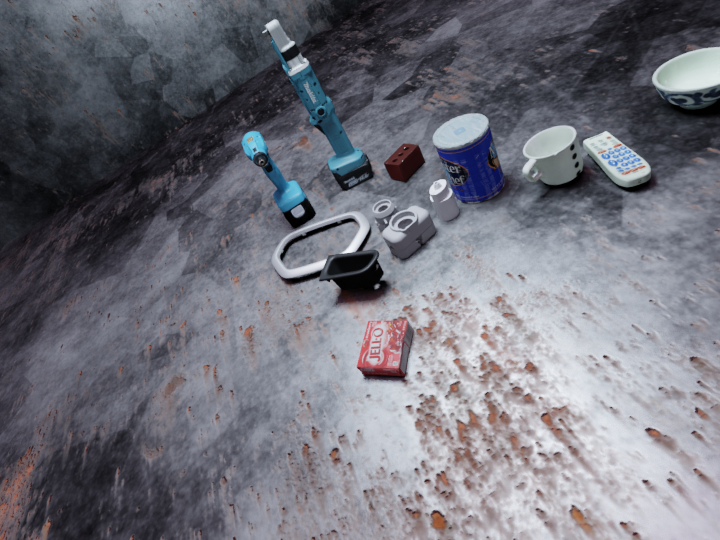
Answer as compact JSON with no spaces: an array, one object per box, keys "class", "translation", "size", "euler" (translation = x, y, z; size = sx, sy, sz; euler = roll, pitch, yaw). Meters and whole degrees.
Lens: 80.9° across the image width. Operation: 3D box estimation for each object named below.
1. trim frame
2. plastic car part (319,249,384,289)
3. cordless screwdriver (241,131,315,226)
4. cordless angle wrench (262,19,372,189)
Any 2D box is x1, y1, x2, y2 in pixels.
[{"class":"trim frame","translation":[-0.094,-0.062,0.965],"size":[0.254,0.026,0.190],"euler":[-20,41,18]},{"class":"plastic car part","translation":[-0.008,0.007,0.801],"size":[0.121,0.067,0.067],"euler":[-6,46,31]},{"class":"cordless screwdriver","translation":[-0.197,-0.213,1.025],"size":[0.074,0.236,0.167],"euler":[-32,38,1]},{"class":"cordless angle wrench","translation":[-0.096,-0.378,0.991],"size":[0.099,0.402,0.077],"euler":[-25,38,11]}]
